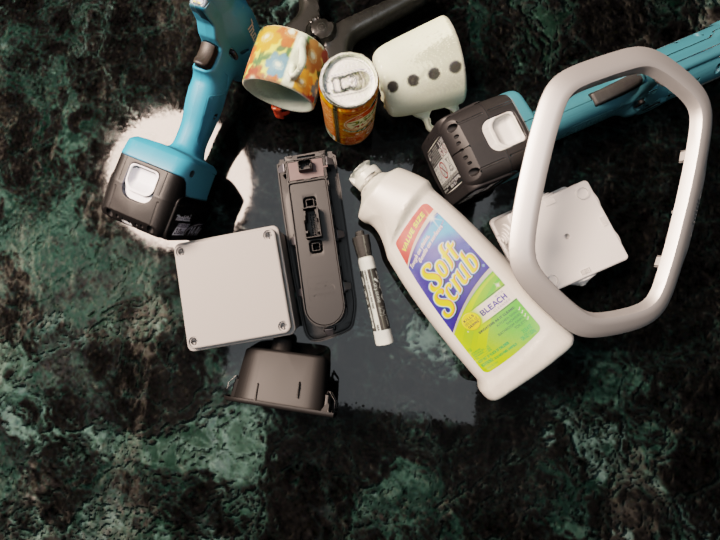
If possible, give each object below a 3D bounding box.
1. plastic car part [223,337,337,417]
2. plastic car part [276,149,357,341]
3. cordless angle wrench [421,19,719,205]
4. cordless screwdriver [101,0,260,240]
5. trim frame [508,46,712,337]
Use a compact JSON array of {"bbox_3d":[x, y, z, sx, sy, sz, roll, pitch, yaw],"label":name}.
[{"bbox_3d":[-0.077,0.106,0.430,0.118,0.064,0.072,9,71,7],"label":"plastic car part"},{"bbox_3d":[-0.043,-0.028,0.437,0.066,0.067,0.204,-8,87,-6],"label":"plastic car part"},{"bbox_3d":[0.272,-0.183,0.415,0.422,0.097,0.075,-23,87,-2],"label":"cordless angle wrench"},{"bbox_3d":[-0.168,-0.156,0.409,0.075,0.158,0.249,22,89,1],"label":"cordless screwdriver"},{"bbox_3d":[0.217,-0.064,0.360,0.181,0.028,0.248,10,91,-8],"label":"trim frame"}]
